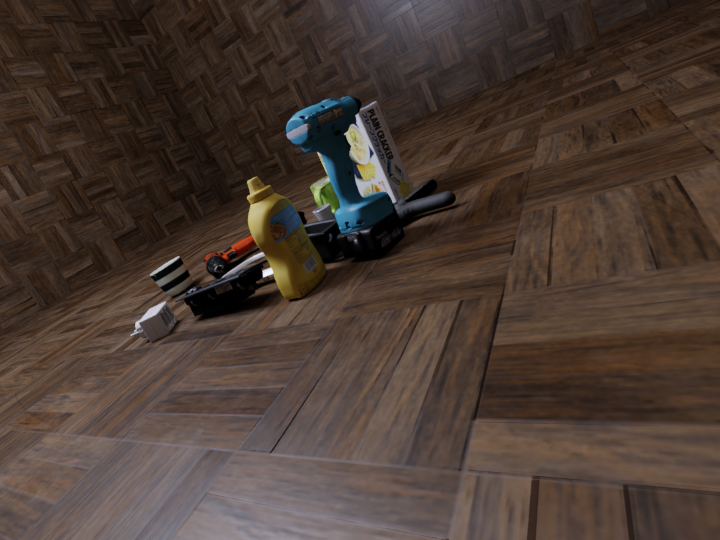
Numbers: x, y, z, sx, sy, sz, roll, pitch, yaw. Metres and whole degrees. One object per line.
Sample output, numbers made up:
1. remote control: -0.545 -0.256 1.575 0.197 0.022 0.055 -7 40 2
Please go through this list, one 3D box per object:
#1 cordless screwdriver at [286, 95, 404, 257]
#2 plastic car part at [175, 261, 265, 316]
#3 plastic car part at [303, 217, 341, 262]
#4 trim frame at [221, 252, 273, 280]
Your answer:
1. cordless screwdriver: -0.008 -0.155 0.681 0.077 0.243 0.156 -11 21 45
2. plastic car part: -0.248 0.040 0.752 0.210 0.065 0.065 -13 20 33
3. plastic car part: -0.074 -0.048 0.754 0.122 0.069 0.065 -7 24 45
4. trim frame: -0.205 -0.008 0.882 0.256 0.027 0.183 -16 21 28
